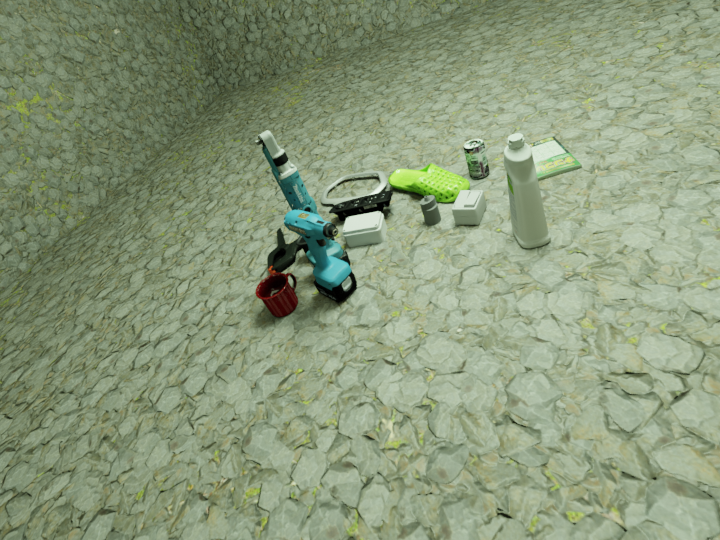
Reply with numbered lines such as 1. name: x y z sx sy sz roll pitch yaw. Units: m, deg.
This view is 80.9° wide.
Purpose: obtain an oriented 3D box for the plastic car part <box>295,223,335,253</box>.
1. plastic car part: -0.119 -0.078 1.219 0.119 0.068 0.068 -14 38 16

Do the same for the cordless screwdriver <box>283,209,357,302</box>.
1. cordless screwdriver: -0.077 -0.031 0.999 0.168 0.237 0.073 19 54 44

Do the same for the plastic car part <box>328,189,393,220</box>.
1. plastic car part: 0.003 -0.191 1.282 0.211 0.064 0.067 -5 41 27

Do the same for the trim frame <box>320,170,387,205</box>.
1. trim frame: -0.024 -0.276 1.429 0.260 0.026 0.184 1 45 32

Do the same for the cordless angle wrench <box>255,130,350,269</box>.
1. cordless angle wrench: -0.142 -0.155 1.046 0.097 0.403 0.078 -32 36 -10
